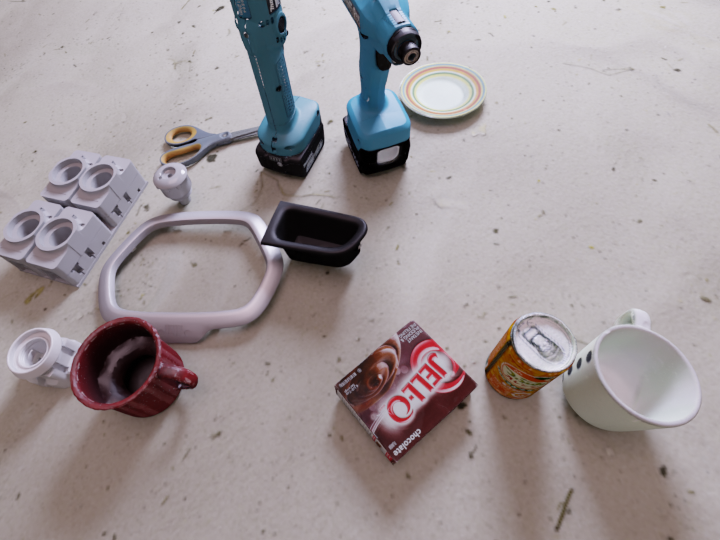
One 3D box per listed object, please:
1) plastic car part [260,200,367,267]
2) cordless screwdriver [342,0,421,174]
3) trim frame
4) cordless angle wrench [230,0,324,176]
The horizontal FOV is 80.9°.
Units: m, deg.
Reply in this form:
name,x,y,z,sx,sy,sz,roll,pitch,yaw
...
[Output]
name,x,y,z,sx,sy,sz,roll,pitch,yaw
plastic car part,-0.050,-0.033,0.514,0.120,0.068,0.066,13,62,14
cordless screwdriver,0.026,-0.213,0.510,0.074,0.240,0.166,-17,60,-6
trim frame,-0.219,0.001,0.541,0.251,0.026,0.189,-2,59,7
cordless angle wrench,-0.109,-0.274,0.467,0.076,0.408,0.098,18,63,13
